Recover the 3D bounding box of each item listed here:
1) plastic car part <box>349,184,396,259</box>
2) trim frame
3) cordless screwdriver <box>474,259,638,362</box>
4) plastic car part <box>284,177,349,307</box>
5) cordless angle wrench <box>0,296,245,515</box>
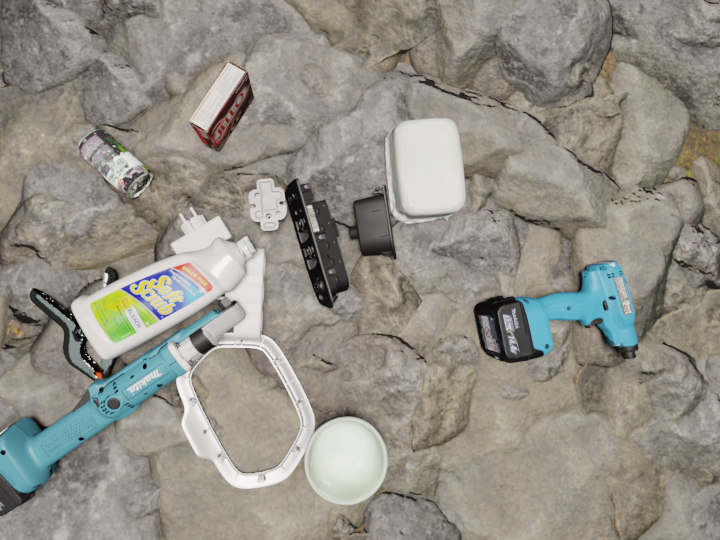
[{"bbox_3d":[0.017,-0.072,0.673,0.072,0.065,0.116,-5,90,9],"label":"plastic car part"},{"bbox_3d":[-0.179,0.213,0.651,0.183,0.028,0.248,-28,90,-4],"label":"trim frame"},{"bbox_3d":[0.320,0.090,0.670,0.246,0.075,0.160,-15,88,-9],"label":"cordless screwdriver"},{"bbox_3d":[-0.065,-0.042,0.664,0.064,0.068,0.204,-10,85,-33],"label":"plastic car part"},{"bbox_3d":[-0.341,0.175,0.597,0.422,0.076,0.096,-34,101,-1],"label":"cordless angle wrench"}]
